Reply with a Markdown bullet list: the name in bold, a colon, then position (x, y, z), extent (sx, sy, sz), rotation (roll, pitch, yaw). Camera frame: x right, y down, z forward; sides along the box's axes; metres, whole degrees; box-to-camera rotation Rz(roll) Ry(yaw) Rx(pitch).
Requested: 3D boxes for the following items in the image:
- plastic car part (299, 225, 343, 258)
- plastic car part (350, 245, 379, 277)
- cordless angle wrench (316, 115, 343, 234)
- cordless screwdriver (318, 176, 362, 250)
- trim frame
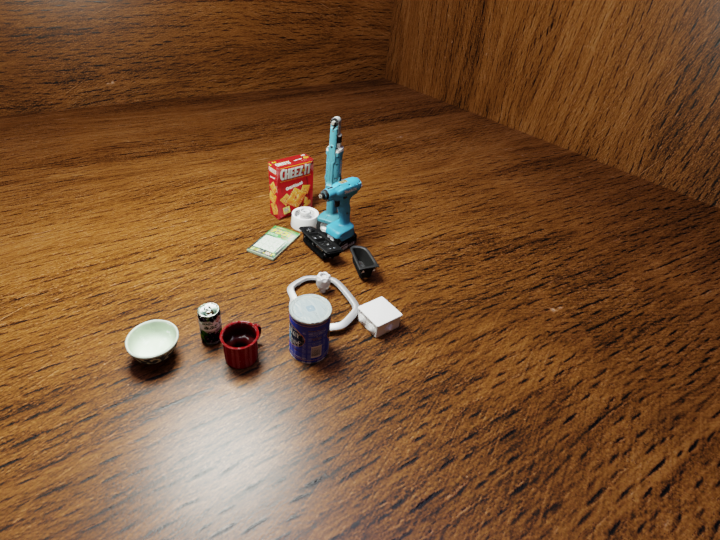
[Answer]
- **plastic car part**: position (-0.139, -0.091, 1.420), extent (0.064, 0.065, 0.215), rotation (-18, 41, -28)
- **plastic car part**: position (0.005, -0.020, 1.331), extent (0.064, 0.069, 0.122), rotation (-8, 38, -17)
- **cordless angle wrench**: position (-0.093, -0.309, 1.427), extent (0.077, 0.412, 0.097), rotation (19, 37, 16)
- **cordless screwdriver**: position (-0.076, -0.178, 1.394), extent (0.155, 0.242, 0.078), rotation (-26, 46, -36)
- **trim frame**: position (-0.112, 0.088, 1.213), extent (0.179, 0.027, 0.263), rotation (-16, 41, -24)
